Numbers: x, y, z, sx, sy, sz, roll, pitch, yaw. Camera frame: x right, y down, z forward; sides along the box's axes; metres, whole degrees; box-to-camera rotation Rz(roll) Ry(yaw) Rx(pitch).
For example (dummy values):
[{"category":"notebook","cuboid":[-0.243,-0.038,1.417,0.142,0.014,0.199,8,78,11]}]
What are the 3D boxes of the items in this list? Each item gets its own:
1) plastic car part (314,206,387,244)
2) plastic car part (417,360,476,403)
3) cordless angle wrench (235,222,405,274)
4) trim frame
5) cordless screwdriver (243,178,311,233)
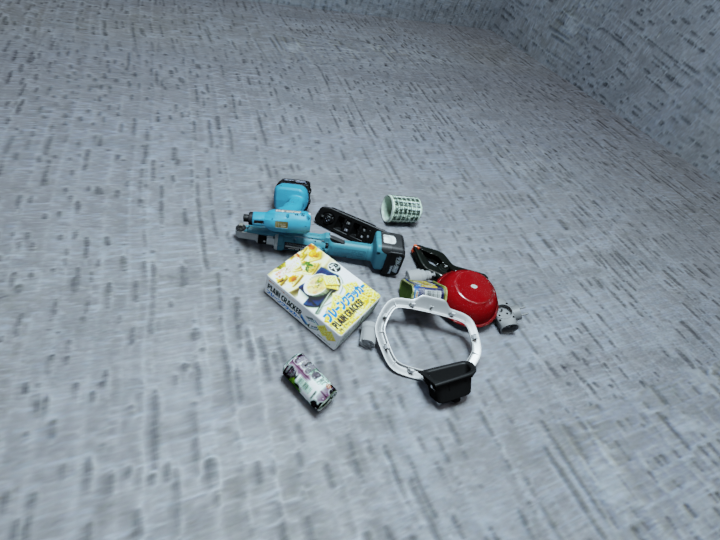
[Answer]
[{"category":"plastic car part","cuboid":[-0.024,-0.125,1.158,0.205,0.065,0.067,22,34,5]},{"category":"plastic car part","cuboid":[0.185,0.234,0.863,0.113,0.070,0.068,-7,12,-18]},{"category":"cordless angle wrench","cuboid":[-0.104,-0.068,1.067,0.421,0.096,0.076,8,45,-3]},{"category":"trim frame","cuboid":[0.151,0.148,0.925,0.246,0.027,0.187,13,65,-5]},{"category":"cordless screwdriver","cuboid":[-0.203,-0.166,1.082,0.158,0.073,0.255,3,28,-4]}]
